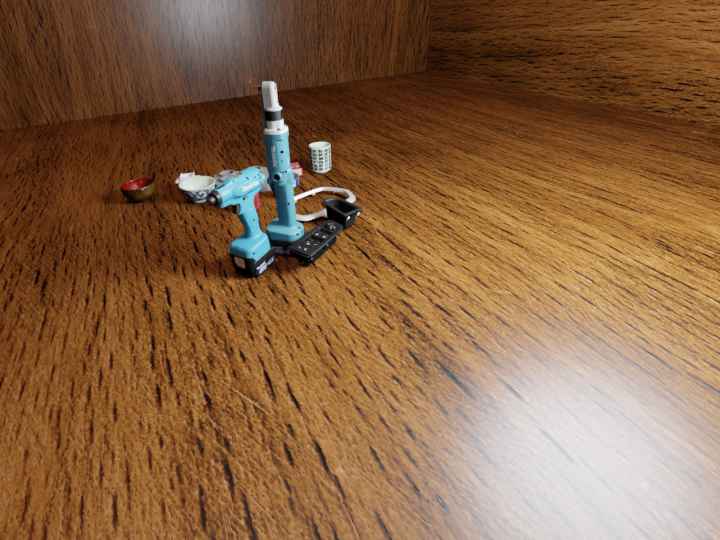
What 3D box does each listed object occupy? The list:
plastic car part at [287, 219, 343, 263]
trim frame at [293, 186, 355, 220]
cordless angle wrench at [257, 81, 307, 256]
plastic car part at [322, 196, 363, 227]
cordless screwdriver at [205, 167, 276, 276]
[{"bbox_3d":[-0.105,-0.069,1.072,0.069,0.065,0.201,12,36,22],"label":"plastic car part"},{"bbox_3d":[-0.133,-0.211,1.329,0.242,0.027,0.195,-27,39,-30],"label":"trim frame"},{"bbox_3d":[-0.194,-0.232,1.017,0.101,0.410,0.074,8,32,14],"label":"cordless angle wrench"},{"bbox_3d":[-0.056,-0.159,1.202,0.064,0.069,0.123,-26,39,-32],"label":"plastic car part"},{"bbox_3d":[-0.275,-0.099,0.977,0.078,0.241,0.157,15,35,25],"label":"cordless screwdriver"}]
